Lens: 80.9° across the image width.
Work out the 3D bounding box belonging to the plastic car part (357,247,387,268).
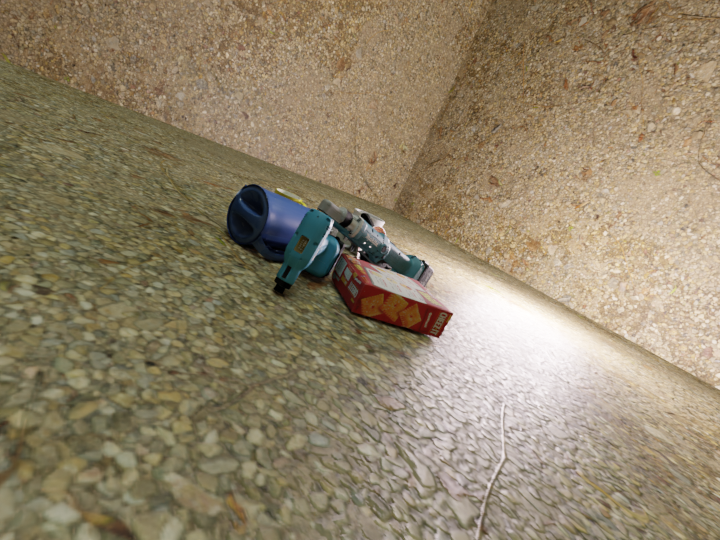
[{"bbox_3d":[0.037,-0.019,1.142,0.112,0.070,0.069,-12,50,-48],"label":"plastic car part"}]

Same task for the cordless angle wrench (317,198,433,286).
[{"bbox_3d":[0.038,-0.058,1.000,0.079,0.098,0.399,33,-1,45],"label":"cordless angle wrench"}]

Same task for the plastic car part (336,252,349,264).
[{"bbox_3d":[-0.110,-0.072,1.129,0.212,0.066,0.064,27,20,23],"label":"plastic car part"}]

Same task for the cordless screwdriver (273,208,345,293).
[{"bbox_3d":[-0.101,-0.024,0.840,0.075,0.159,0.245,29,-3,5],"label":"cordless screwdriver"}]

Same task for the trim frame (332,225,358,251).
[{"bbox_3d":[-0.116,-0.115,1.184,0.258,0.027,0.177,25,-14,18],"label":"trim frame"}]
